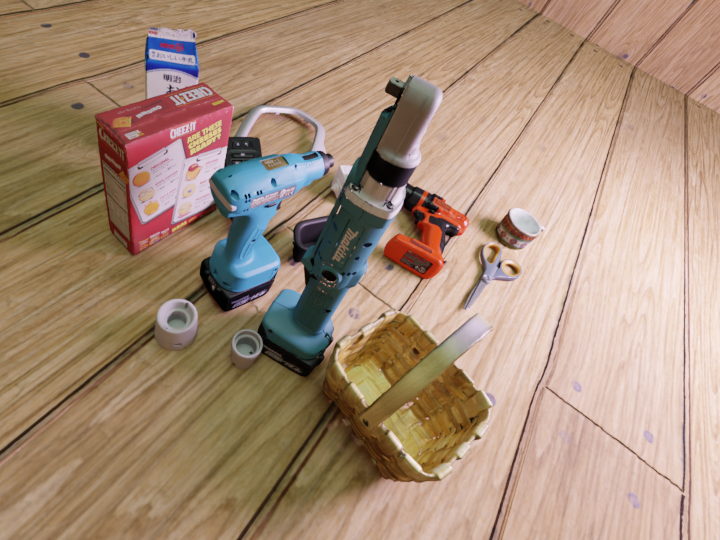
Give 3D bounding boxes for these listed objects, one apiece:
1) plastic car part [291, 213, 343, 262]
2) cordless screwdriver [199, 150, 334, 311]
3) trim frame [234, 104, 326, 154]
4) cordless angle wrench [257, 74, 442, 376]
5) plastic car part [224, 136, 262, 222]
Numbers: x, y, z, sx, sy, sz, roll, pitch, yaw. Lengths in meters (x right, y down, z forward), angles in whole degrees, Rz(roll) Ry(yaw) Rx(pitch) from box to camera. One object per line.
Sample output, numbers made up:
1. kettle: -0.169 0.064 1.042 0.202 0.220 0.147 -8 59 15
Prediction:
1. plastic car part: -0.068 -0.044 0.695 0.112 0.070 0.069 -14 61 -30
2. cordless screwdriver: -0.129 -0.055 0.563 0.155 0.247 0.077 -27 70 -37
3. trim frame: -0.158 -0.261 0.863 0.182 0.027 0.253 17 49 -7
4. cordless angle wrench: -0.026 -0.011 0.452 0.098 0.421 0.074 32 49 0
5. plastic car part: -0.201 -0.143 0.727 0.064 0.066 0.211 0 53 -23
